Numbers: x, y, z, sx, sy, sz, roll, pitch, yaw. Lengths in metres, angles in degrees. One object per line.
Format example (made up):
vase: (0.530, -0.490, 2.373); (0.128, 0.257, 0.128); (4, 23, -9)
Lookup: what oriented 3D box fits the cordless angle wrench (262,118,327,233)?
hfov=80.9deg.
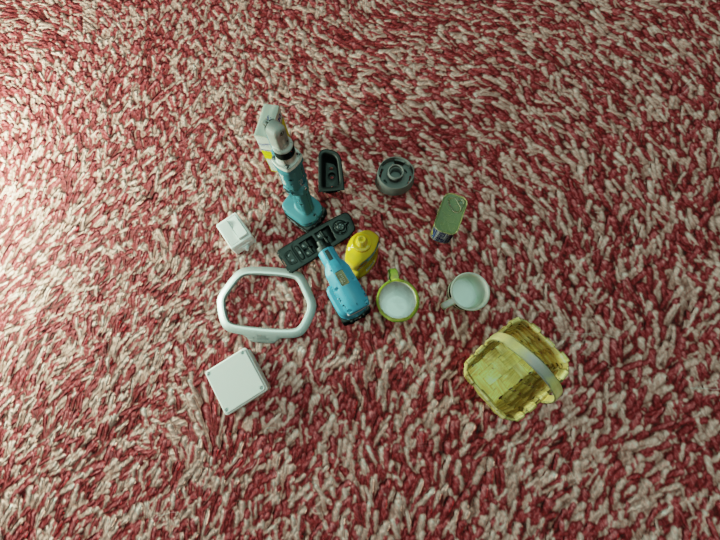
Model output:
cordless angle wrench: (-0.141, -0.190, 0.901); (0.100, 0.414, 0.074); (37, 79, 9)

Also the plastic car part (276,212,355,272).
plastic car part: (-0.102, -0.067, 1.042); (0.202, 0.065, 0.068); (-33, 75, -5)

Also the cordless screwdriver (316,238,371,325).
cordless screwdriver: (-0.040, 0.032, 0.913); (0.074, 0.243, 0.164); (-29, 76, -6)

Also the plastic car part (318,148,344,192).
plastic car part: (-0.076, -0.247, 1.092); (0.066, 0.069, 0.119); (-4, 74, 2)

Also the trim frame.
trim frame: (-0.230, 0.082, 1.029); (0.251, 0.027, 0.187); (3, 74, 6)
